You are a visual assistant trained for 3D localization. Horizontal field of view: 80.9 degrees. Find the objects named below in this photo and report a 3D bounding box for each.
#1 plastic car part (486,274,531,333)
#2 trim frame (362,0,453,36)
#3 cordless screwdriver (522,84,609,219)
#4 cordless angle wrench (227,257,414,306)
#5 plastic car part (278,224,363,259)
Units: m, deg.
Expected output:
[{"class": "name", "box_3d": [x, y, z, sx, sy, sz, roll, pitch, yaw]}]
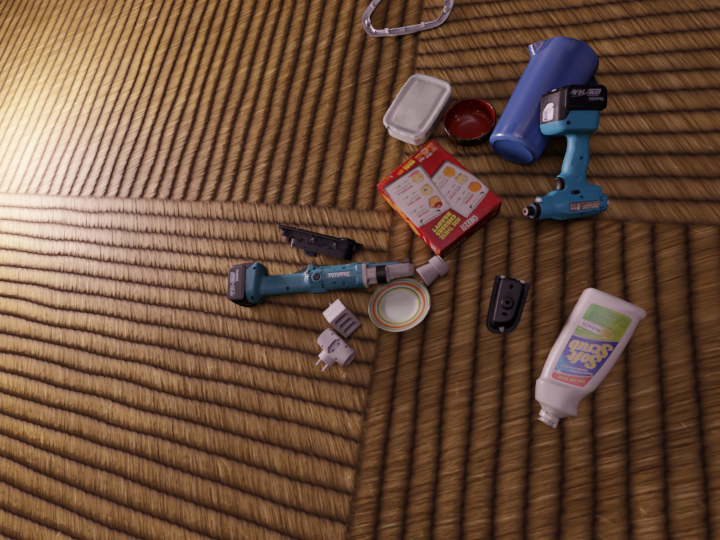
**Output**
[{"class": "plastic car part", "box_3d": [0.282, 0.062, 0.813, 0.069, 0.068, 0.117, 14, 74, 21]}, {"class": "trim frame", "box_3d": [0.125, -0.716, 1.160, 0.256, 0.026, 0.187, 2, 73, 17]}, {"class": "cordless screwdriver", "box_3d": [0.386, -0.220, 0.810, 0.158, 0.076, 0.246, -7, 99, -6]}, {"class": "cordless angle wrench", "box_3d": [-0.093, 0.019, 0.956, 0.432, 0.071, 0.100, -5, 71, 14]}, {"class": "plastic car part", "box_3d": [-0.097, -0.063, 0.988, 0.210, 0.064, 0.067, 10, 85, 21]}]
